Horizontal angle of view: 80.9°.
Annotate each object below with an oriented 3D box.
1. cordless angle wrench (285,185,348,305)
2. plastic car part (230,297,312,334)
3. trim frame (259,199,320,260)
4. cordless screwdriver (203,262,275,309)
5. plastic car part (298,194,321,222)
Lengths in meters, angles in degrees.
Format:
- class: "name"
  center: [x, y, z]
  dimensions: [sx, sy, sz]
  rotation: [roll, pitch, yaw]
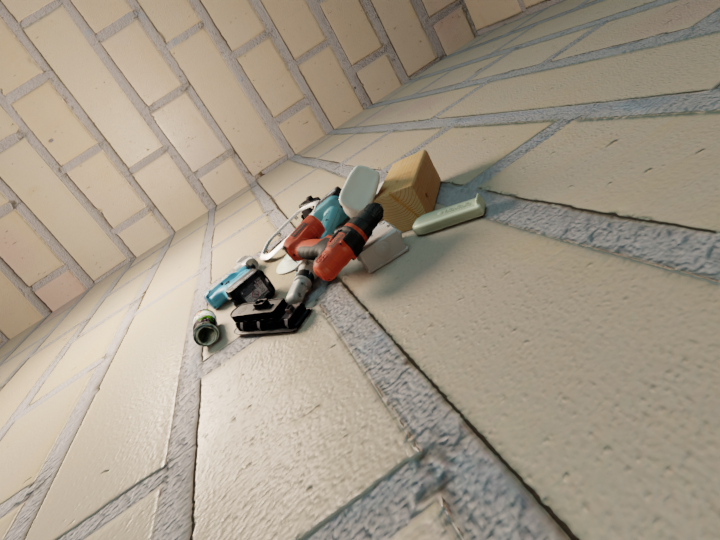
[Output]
- class: "cordless angle wrench"
  center: [-0.098, -0.064, 1.000]
  dimensions: [0.100, 0.072, 0.429]
  rotation: [-34, 23, 30]
- class: "plastic car part"
  center: [-0.194, 0.090, 0.838]
  dimensions: [0.211, 0.064, 0.066]
  rotation: [-15, 34, 41]
- class: "trim frame"
  center: [-0.205, -0.118, 1.243]
  dimensions: [0.248, 0.026, 0.191]
  rotation: [-43, 23, -2]
- class: "cordless screwdriver"
  center: [-0.287, 0.034, 1.045]
  dimensions: [0.157, 0.072, 0.259]
  rotation: [-44, 22, -26]
- class: "plastic car part"
  center: [-0.150, -0.202, 1.332]
  dimensions: [0.121, 0.069, 0.065]
  rotation: [-9, 31, 49]
